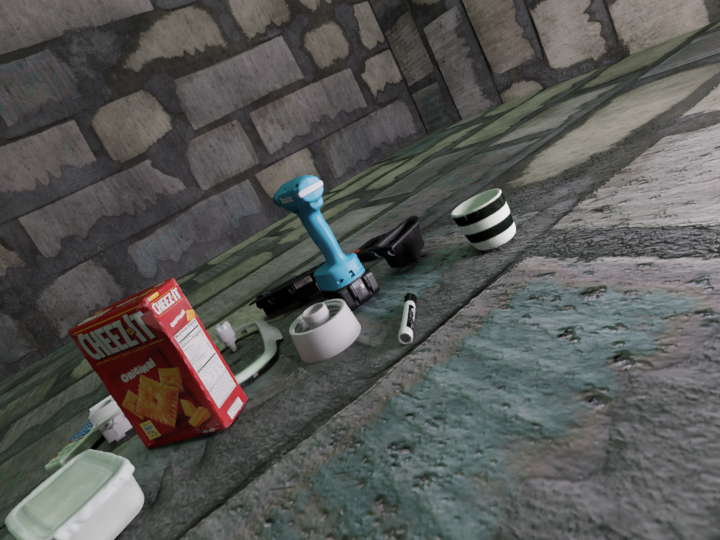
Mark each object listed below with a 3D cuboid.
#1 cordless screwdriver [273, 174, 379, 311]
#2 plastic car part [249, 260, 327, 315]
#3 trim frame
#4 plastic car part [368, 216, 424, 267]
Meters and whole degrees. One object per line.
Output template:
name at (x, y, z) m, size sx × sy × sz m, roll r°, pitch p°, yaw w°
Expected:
cordless screwdriver at (-0.074, -0.049, 0.761) m, size 0.073 × 0.243 × 0.165 m, roll -33°, pitch 14°, yaw -24°
plastic car part at (-0.143, 0.043, 0.904) m, size 0.207 × 0.065 × 0.066 m, roll -22°, pitch 15°, yaw 18°
trim frame at (-0.231, 0.156, 0.778) m, size 0.182 × 0.027 × 0.257 m, roll -31°, pitch 17°, yaw -12°
plastic car part at (0.085, -0.046, 0.806) m, size 0.114 × 0.069 × 0.069 m, roll -38°, pitch 17°, yaw -32°
